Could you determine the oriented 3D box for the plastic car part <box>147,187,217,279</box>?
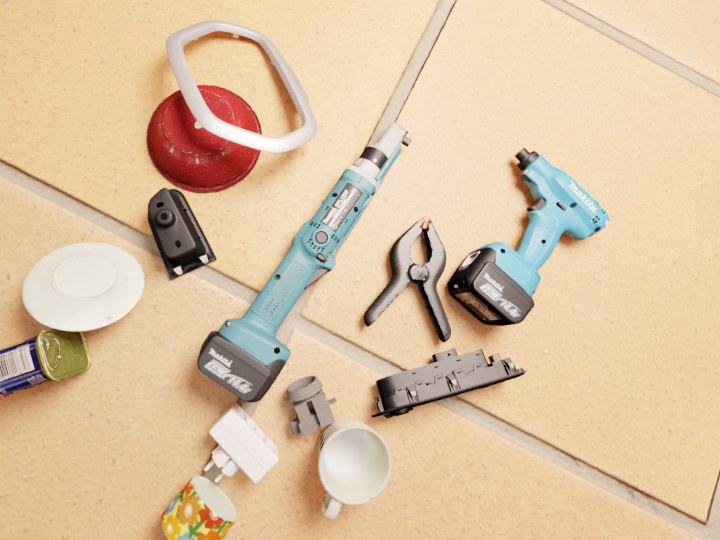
[{"bbox_3d":[-0.242,-0.055,0.544,0.065,0.072,0.117,-25,89,-13],"label":"plastic car part"}]

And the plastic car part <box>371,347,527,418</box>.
[{"bbox_3d":[0.106,0.144,0.555,0.201,0.065,0.069,-18,76,-9],"label":"plastic car part"}]

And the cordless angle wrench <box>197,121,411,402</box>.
[{"bbox_3d":[-0.055,-0.036,0.564,0.098,0.075,0.423,33,77,-3],"label":"cordless angle wrench"}]

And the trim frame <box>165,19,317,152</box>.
[{"bbox_3d":[-0.155,-0.253,0.570,0.178,0.027,0.257,-16,66,-31],"label":"trim frame"}]

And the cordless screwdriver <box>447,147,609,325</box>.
[{"bbox_3d":[0.221,-0.051,0.595,0.160,0.074,0.247,46,75,1],"label":"cordless screwdriver"}]
